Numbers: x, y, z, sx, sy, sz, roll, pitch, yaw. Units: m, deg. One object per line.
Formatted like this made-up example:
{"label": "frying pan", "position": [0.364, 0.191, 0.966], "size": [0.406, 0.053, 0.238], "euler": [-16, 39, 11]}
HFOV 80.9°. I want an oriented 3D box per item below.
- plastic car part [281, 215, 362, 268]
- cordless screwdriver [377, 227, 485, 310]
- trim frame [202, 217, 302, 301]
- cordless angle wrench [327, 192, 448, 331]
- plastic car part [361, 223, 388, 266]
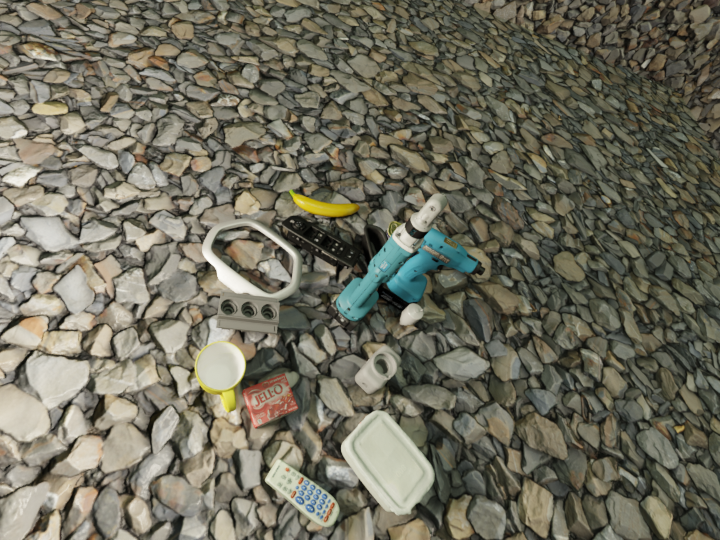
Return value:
{"label": "plastic car part", "position": [-0.101, -0.066, 1.031], "size": [0.204, 0.067, 0.066], "euler": [33, 53, 3]}
{"label": "cordless screwdriver", "position": [0.150, 0.010, 0.956], "size": [0.159, 0.248, 0.074], "euler": [33, 53, -1]}
{"label": "trim frame", "position": [-0.246, -0.027, 0.977], "size": [0.251, 0.027, 0.183], "euler": [35, 53, 5]}
{"label": "cordless angle wrench", "position": [0.046, -0.007, 0.821], "size": [0.075, 0.422, 0.097], "euler": [41, 53, 4]}
{"label": "plastic car part", "position": [0.034, -0.051, 1.066], "size": [0.064, 0.071, 0.121], "euler": [-3, 60, -24]}
